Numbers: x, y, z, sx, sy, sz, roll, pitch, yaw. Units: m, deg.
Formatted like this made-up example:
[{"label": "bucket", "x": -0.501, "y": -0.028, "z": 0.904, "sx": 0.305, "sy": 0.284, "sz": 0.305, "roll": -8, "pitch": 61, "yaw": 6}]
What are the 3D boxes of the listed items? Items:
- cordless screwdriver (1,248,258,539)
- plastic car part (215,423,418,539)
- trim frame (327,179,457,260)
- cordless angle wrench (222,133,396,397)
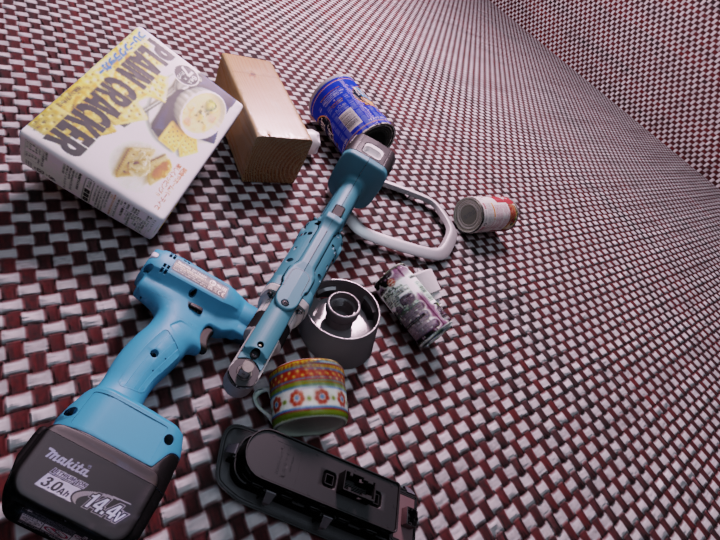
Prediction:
[{"label": "cordless screwdriver", "x": -0.165, "y": 0.101, "z": 0.373, "sx": 0.154, "sy": 0.075, "sz": 0.254, "roll": 30, "pitch": 38, "yaw": -18}, {"label": "plastic car part", "x": -0.031, "y": 0.194, "z": 0.374, "sx": 0.201, "sy": 0.067, "sz": 0.067, "roll": 24, "pitch": 51, "yaw": -5}, {"label": "trim frame", "x": 0.057, "y": -0.098, "z": 0.715, "sx": 0.241, "sy": 0.027, "sz": 0.190, "roll": 13, "pitch": 47, "yaw": -17}, {"label": "cordless angle wrench", "x": -0.050, "y": -0.033, "z": 0.509, "sx": 0.074, "sy": 0.098, "sz": 0.425, "roll": 30, "pitch": 44, "yaw": -6}]
